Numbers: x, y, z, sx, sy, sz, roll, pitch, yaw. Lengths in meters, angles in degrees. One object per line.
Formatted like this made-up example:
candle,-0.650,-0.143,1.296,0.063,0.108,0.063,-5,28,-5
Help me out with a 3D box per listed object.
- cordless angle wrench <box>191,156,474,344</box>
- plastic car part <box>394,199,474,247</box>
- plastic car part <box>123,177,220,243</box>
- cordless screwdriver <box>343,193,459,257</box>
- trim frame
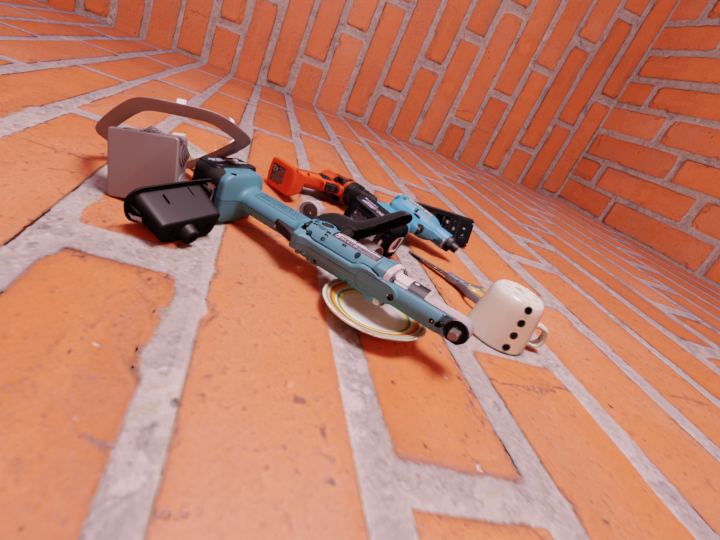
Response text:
cordless angle wrench,-0.053,-0.035,0.543,0.443,0.074,0.094,31,24,25
plastic car part,0.146,-0.112,0.931,0.196,0.066,0.070,14,15,-20
plastic car part,-0.219,-0.064,0.514,0.072,0.066,0.114,43,30,9
cordless screwdriver,0.078,-0.071,0.755,0.165,0.074,0.240,40,28,19
trim frame,-0.270,-0.192,0.612,0.260,0.028,0.174,-4,-14,43
